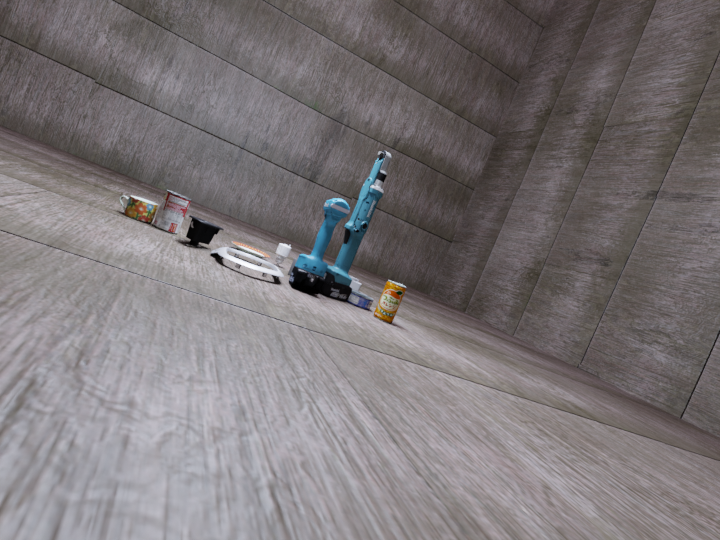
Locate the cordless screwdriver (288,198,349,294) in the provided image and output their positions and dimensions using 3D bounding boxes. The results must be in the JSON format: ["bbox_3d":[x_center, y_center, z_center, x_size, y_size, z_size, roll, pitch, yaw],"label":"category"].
[{"bbox_3d":[-0.107,-0.070,1.099,0.072,0.248,0.164,22,2,-16],"label":"cordless screwdriver"}]

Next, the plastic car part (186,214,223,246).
[{"bbox_3d":[-0.404,-0.095,1.064,0.067,0.071,0.115,23,3,4],"label":"plastic car part"}]

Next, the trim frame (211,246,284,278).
[{"bbox_3d":[-0.283,-0.021,1.061,0.179,0.027,0.256,22,3,-18],"label":"trim frame"}]

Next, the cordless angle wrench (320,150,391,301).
[{"bbox_3d":[-0.007,-0.126,1.158,0.092,0.422,0.079,21,2,-41],"label":"cordless angle wrench"}]
